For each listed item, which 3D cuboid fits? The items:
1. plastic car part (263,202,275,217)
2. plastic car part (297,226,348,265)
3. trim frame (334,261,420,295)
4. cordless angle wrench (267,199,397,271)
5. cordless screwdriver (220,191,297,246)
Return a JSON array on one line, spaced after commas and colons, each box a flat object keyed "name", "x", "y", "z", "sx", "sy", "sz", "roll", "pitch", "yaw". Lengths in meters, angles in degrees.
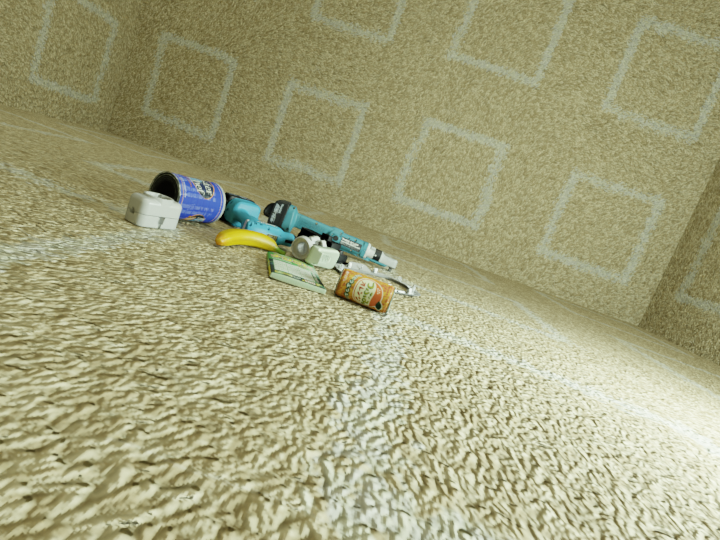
[{"name": "plastic car part", "x": -0.301, "y": -0.210, "z": 1.596, "sx": 0.123, "sy": 0.066, "sz": 0.067, "roll": 22, "pitch": -7, "yaw": 32}, {"name": "plastic car part", "x": -0.117, "y": -0.076, "z": 1.192, "sx": 0.215, "sy": 0.066, "sz": 0.063, "roll": 24, "pitch": 16, "yaw": 41}, {"name": "trim frame", "x": 0.044, "y": 0.019, "z": 1.073, "sx": 0.236, "sy": 0.027, "sz": 0.195, "roll": 10, "pitch": 13, "yaw": -38}, {"name": "cordless angle wrench", "x": -0.081, "y": -0.101, "z": 1.320, "sx": 0.422, "sy": 0.098, "sz": 0.074, "roll": 23, "pitch": 5, "yaw": -1}, {"name": "cordless screwdriver", "x": -0.274, "y": -0.127, "z": 1.118, "sx": 0.151, "sy": 0.074, "sz": 0.263, "roll": 13, "pitch": 15, "yaw": -39}]
